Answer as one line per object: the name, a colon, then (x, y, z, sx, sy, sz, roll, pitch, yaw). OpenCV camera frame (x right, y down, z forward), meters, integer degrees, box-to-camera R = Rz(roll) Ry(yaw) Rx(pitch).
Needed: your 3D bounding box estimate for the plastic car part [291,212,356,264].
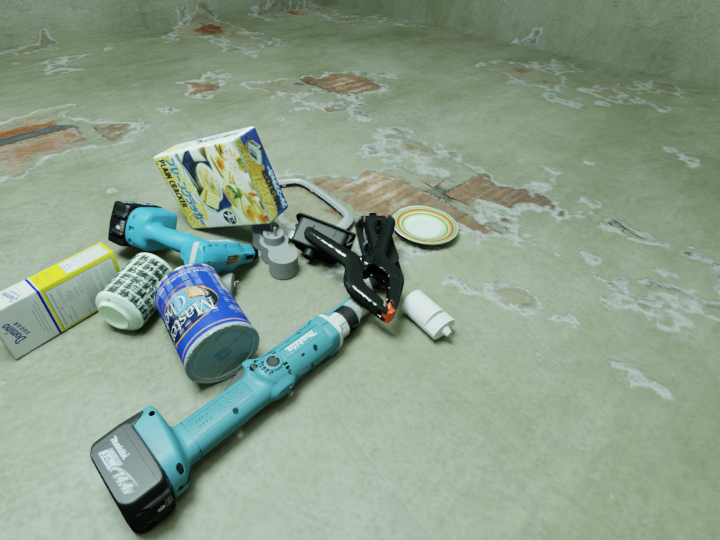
plastic car part: (-0.075, -0.049, 0.768, 0.118, 0.065, 0.071, 20, 63, 4)

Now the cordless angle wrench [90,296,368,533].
cordless angle wrench: (-0.117, 0.135, 0.553, 0.103, 0.072, 0.413, 32, 47, 29)

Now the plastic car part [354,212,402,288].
plastic car part: (0.038, -0.049, 0.781, 0.065, 0.066, 0.211, 3, 42, -12)

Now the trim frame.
trim frame: (-0.127, -0.134, 0.898, 0.180, 0.027, 0.263, -28, 47, -29)

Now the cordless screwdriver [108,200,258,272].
cordless screwdriver: (-0.312, -0.057, 0.750, 0.260, 0.074, 0.153, 19, 11, 24)
